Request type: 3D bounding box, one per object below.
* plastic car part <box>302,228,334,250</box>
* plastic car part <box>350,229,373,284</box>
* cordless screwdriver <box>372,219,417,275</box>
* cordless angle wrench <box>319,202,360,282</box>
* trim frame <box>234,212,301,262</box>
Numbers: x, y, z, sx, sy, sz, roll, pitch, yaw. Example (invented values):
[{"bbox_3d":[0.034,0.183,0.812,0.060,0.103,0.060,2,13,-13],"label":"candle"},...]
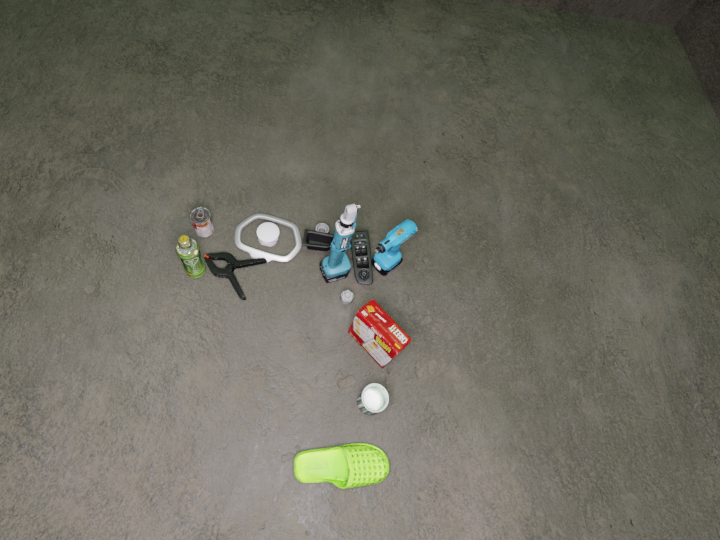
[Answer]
[{"bbox_3d":[-0.147,-0.096,1.508,0.116,0.070,0.067,10,63,-1],"label":"plastic car part"},{"bbox_3d":[0.002,-0.039,1.494,0.065,0.066,0.209,-2,63,-9],"label":"plastic car part"},{"bbox_3d":[0.092,-0.061,1.413,0.157,0.245,0.076,-36,76,-23],"label":"cordless screwdriver"},{"bbox_3d":[-0.061,-0.083,1.313,0.096,0.417,0.077,-15,69,-17],"label":"cordless angle wrench"},{"bbox_3d":[-0.333,-0.117,1.526,0.250,0.027,0.186,16,62,3],"label":"trim frame"}]
